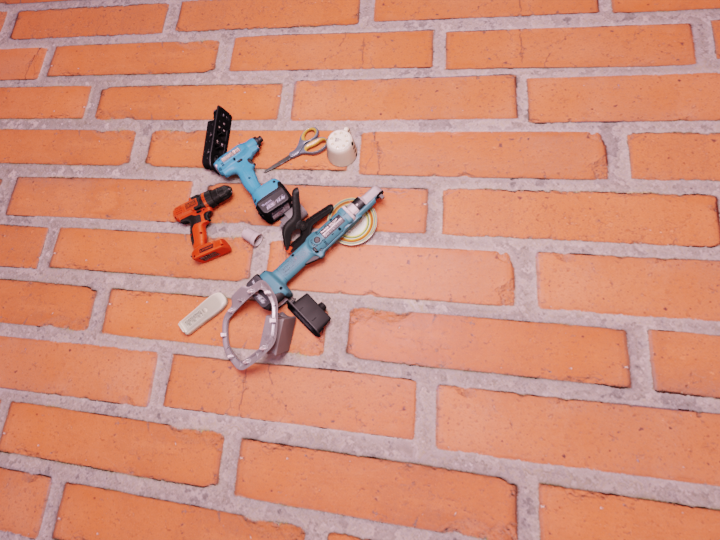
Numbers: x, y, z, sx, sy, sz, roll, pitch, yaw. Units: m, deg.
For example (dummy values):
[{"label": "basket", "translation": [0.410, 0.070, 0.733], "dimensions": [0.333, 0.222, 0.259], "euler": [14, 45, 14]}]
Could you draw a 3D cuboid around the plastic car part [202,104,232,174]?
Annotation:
[{"label": "plastic car part", "translation": [-0.428, -0.379, 1.241], "dimensions": [0.069, 0.063, 0.206], "euler": [-5, 74, 16]}]

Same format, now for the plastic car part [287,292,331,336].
[{"label": "plastic car part", "translation": [-0.121, 0.104, 1.057], "dimensions": [0.120, 0.065, 0.070], "euler": [40, 70, 13]}]

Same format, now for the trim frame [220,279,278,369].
[{"label": "trim frame", "translation": [-0.274, 0.131, 1.022], "dimensions": [0.252, 0.026, 0.191], "euler": [-41, 56, 34]}]

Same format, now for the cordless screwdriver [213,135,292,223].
[{"label": "cordless screwdriver", "translation": [-0.276, -0.260, 1.171], "dimensions": [0.158, 0.072, 0.257], "euler": [-40, 73, -11]}]

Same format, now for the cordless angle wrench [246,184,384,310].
[{"label": "cordless angle wrench", "translation": [-0.106, -0.069, 1.081], "dimensions": [0.422, 0.072, 0.101], "euler": [-43, 74, -1]}]
